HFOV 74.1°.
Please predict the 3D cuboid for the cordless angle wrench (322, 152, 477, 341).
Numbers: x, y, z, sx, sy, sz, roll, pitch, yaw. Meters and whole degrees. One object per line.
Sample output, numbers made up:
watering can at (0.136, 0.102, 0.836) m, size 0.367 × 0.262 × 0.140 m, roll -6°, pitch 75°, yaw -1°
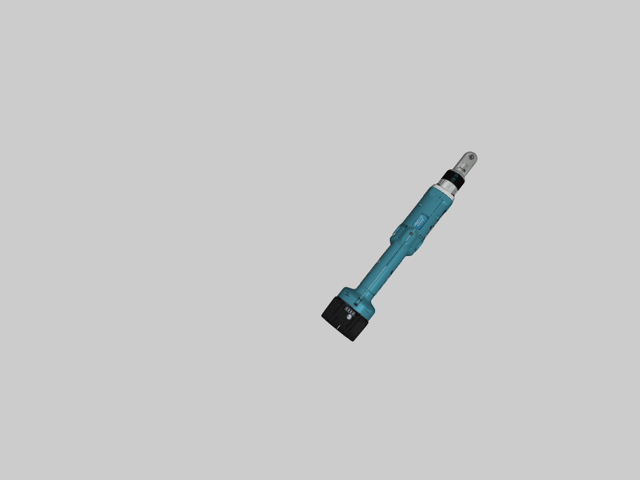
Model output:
cordless angle wrench at (0.162, -0.002, 0.792) m, size 0.074 × 0.422 × 0.098 m, roll 38°, pitch -6°, yaw 9°
